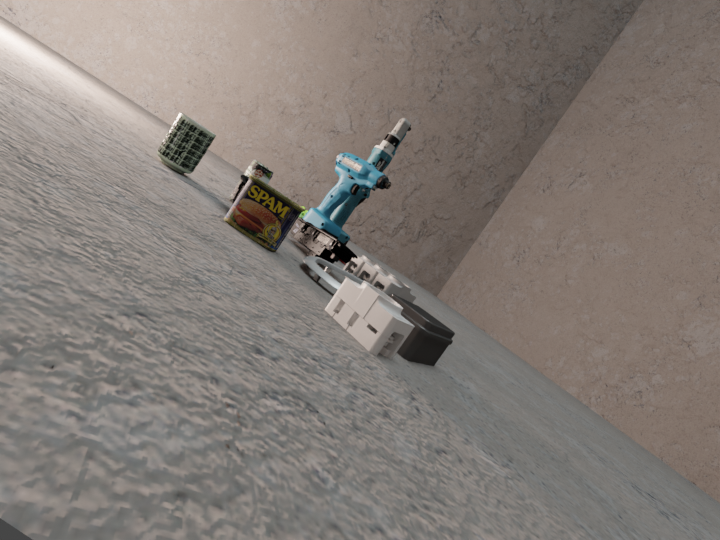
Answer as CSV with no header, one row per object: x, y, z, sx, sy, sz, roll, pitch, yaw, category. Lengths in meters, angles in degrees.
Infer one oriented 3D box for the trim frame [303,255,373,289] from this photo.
0.001,0.040,0.730,0.236,0.027,0.193,31,5,-30,trim frame

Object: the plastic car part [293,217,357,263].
-0.087,-0.057,0.890,0.063,0.067,0.214,31,5,-36,plastic car part

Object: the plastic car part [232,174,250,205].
-0.210,-0.131,0.782,0.063,0.071,0.121,32,5,-25,plastic car part

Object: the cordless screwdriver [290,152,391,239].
-0.047,-0.150,1.007,0.168,0.249,0.070,37,5,34,cordless screwdriver

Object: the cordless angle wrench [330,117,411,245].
0.006,-0.235,1.162,0.093,0.423,0.078,31,5,-34,cordless angle wrench
